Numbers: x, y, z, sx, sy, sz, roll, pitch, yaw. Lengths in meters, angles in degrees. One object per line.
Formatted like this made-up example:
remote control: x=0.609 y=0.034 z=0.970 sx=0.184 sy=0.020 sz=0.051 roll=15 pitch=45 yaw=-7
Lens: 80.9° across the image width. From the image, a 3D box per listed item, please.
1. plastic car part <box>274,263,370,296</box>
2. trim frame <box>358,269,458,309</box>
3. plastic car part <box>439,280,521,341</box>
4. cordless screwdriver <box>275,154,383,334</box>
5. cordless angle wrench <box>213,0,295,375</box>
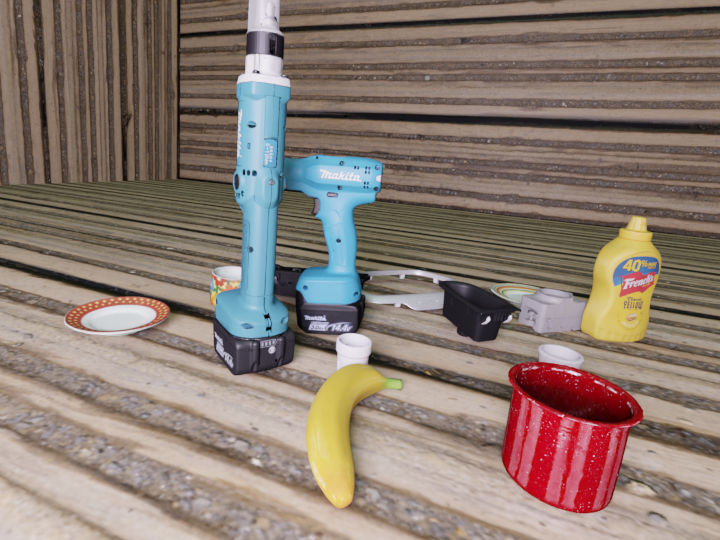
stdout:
plastic car part: x=-0.090 y=0.022 z=0.718 sx=0.210 sy=0.066 sz=0.065 roll=9 pitch=14 yaw=18
trim frame: x=0.082 y=0.032 z=0.801 sx=0.241 sy=0.027 sz=0.192 roll=-2 pitch=16 yaw=-20
plastic car part: x=0.161 y=0.065 z=0.618 sx=0.064 sy=0.070 sz=0.122 roll=-1 pitch=15 yaw=-22
cordless screwdriver: x=-0.059 y=-0.039 z=0.604 sx=0.161 sy=0.246 sz=0.074 roll=7 pitch=12 yaw=7
cordless angle wrench: x=-0.114 y=-0.097 z=0.472 sx=0.071 sy=0.418 sz=0.103 roll=-3 pitch=15 yaw=-35
